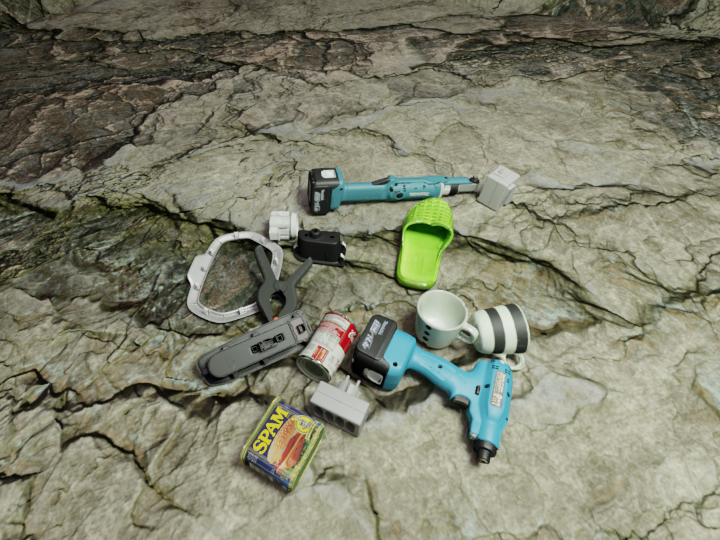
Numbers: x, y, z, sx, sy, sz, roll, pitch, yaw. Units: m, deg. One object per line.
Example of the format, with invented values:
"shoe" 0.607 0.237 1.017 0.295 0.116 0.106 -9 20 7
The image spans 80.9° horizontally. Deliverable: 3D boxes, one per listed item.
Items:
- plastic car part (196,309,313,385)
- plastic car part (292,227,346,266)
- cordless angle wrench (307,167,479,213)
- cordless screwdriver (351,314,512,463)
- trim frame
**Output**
"plastic car part" -0.174 0.134 0.714 0.200 0.068 0.066 -23 89 -15
"plastic car part" -0.087 -0.057 0.894 0.117 0.069 0.067 7 45 2
"cordless angle wrench" 0.086 -0.199 1.022 0.417 0.095 0.077 -4 47 -9
"cordless screwdriver" 0.106 0.179 0.667 0.255 0.072 0.159 19 49 13
"trim frame" -0.258 0.003 0.870 0.186 0.026 0.254 3 48 5
